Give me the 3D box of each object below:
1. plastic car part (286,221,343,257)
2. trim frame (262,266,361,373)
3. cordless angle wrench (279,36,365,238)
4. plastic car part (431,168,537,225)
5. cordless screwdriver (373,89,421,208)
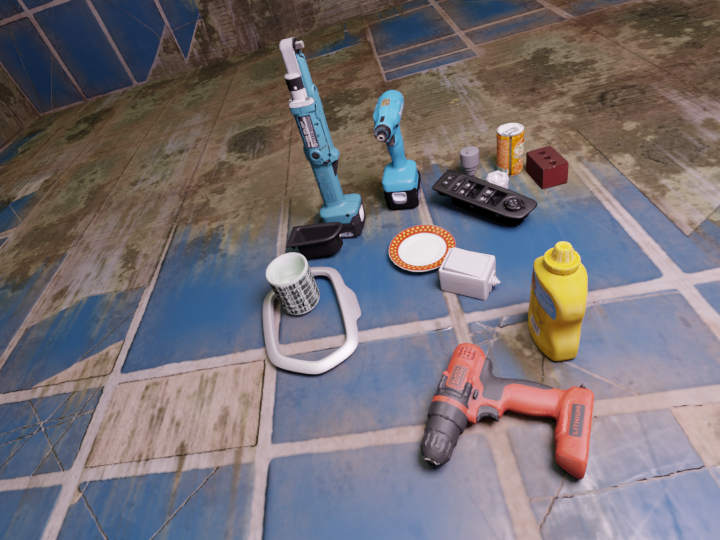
[{"bbox_3d":[-0.088,-0.058,0.902,0.120,0.068,0.067,-4,44,17],"label":"plastic car part"},{"bbox_3d":[-0.093,0.085,0.790,0.184,0.026,0.260,-20,43,1],"label":"trim frame"},{"bbox_3d":[-0.080,-0.240,0.836,0.101,0.404,0.075,0,45,18],"label":"cordless angle wrench"},{"bbox_3d":[0.248,-0.140,0.858,0.065,0.064,0.215,-41,46,-22],"label":"plastic car part"},{"bbox_3d":[0.073,-0.234,0.893,0.077,0.237,0.162,-2,45,17],"label":"cordless screwdriver"}]
